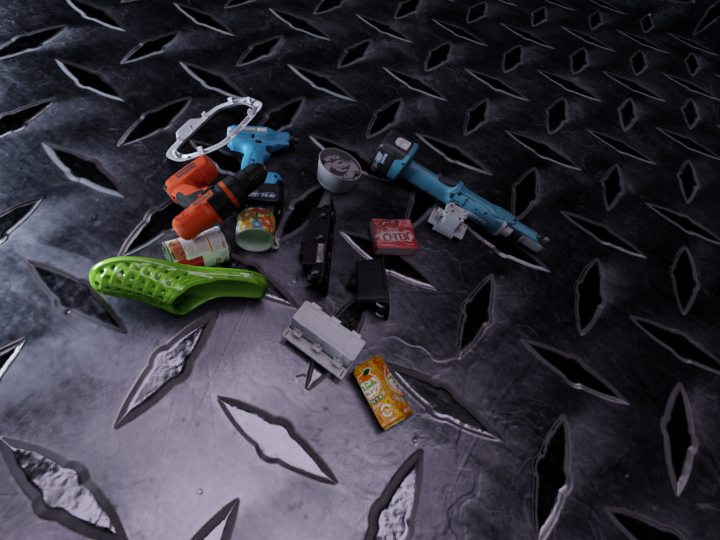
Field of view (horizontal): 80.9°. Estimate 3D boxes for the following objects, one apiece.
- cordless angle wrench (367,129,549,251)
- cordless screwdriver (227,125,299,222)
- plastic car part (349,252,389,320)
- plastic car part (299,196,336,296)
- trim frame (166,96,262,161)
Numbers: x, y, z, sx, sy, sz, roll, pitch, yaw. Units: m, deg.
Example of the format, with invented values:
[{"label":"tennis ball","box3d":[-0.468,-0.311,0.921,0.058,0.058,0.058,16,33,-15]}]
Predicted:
[{"label":"cordless angle wrench","box3d":[0.220,-0.161,0.938,0.427,0.097,0.074,32,55,4]},{"label":"cordless screwdriver","box3d":[-0.195,-0.211,0.884,0.156,0.073,0.258,-2,54,-15]},{"label":"plastic car part","box3d":[0.015,0.027,0.783,0.071,0.064,0.120,-6,55,-2]},{"label":"plastic car part","box3d":[-0.080,-0.052,0.814,0.069,0.063,0.207,-2,55,15]},{"label":"trim frame","box3d":[-0.315,-0.311,0.910,0.193,0.026,0.249,5,52,30]}]
